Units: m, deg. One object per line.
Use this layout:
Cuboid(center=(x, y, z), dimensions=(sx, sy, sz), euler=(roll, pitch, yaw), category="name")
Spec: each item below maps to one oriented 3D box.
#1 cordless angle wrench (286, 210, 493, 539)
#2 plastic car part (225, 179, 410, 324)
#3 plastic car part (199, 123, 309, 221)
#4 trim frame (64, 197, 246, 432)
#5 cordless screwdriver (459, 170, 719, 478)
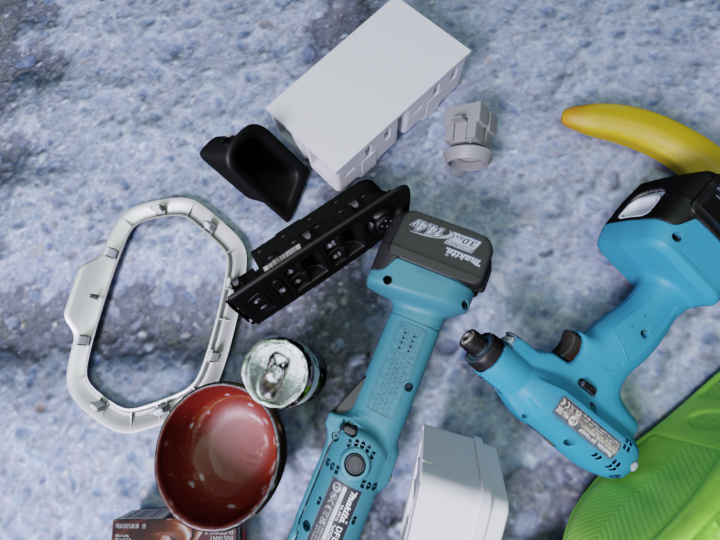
Cuboid(center=(-0.004, 0.157, 0.362), dimensions=(0.100, 0.072, 0.424), euler=(21, 81, 11), category="cordless angle wrench")
Cuboid(center=(-0.042, -0.027, 0.424), dimensions=(0.203, 0.063, 0.070), euler=(-31, 50, -1), category="plastic car part")
Cuboid(center=(-0.115, -0.105, 0.432), dimensions=(0.074, 0.110, 0.066), euler=(11, 76, 31), category="plastic car part")
Cuboid(center=(-0.218, 0.038, 0.443), dimensions=(0.188, 0.027, 0.250), euler=(9, 78, 10), category="trim frame")
Cuboid(center=(0.206, 0.024, 0.350), dimensions=(0.158, 0.075, 0.248), euler=(38, 85, -5), category="cordless screwdriver")
